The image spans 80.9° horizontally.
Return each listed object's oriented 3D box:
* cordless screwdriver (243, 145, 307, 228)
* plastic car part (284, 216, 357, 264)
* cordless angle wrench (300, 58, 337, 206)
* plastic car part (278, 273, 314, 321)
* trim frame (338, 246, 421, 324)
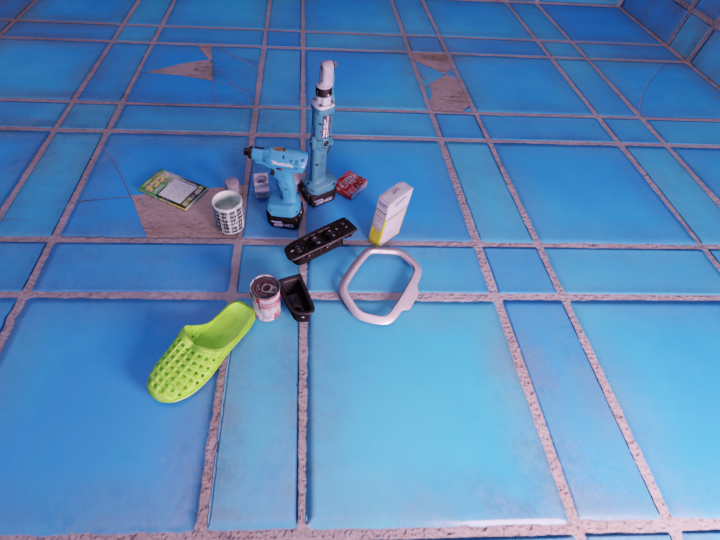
[{"bbox_3d":[-0.224,-0.224,1.123,0.160,0.242,0.076,12,51,2],"label":"cordless screwdriver"},{"bbox_3d":[-0.109,-0.072,1.119,0.198,0.065,0.069,-25,58,-22],"label":"plastic car part"},{"bbox_3d":[-0.104,-0.350,1.124,0.096,0.412,0.078,-24,59,-25],"label":"cordless angle wrench"},{"bbox_3d":[-0.151,0.076,0.994,0.064,0.069,0.122,-17,54,-19],"label":"plastic car part"},{"bbox_3d":[0.054,0.031,1.070,0.190,0.027,0.247,25,54,16],"label":"trim frame"}]
